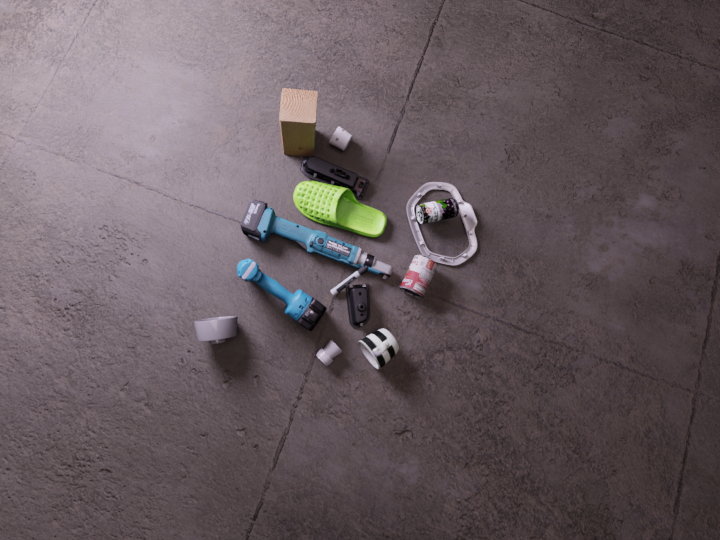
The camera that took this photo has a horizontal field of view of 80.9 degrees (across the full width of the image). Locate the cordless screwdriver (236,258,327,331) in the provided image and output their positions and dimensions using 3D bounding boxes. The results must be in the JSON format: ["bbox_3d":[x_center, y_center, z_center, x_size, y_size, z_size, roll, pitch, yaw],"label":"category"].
[{"bbox_3d":[-0.213,0.053,1.093,0.243,0.163,0.074,37,82,-13],"label":"cordless screwdriver"}]

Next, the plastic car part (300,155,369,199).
[{"bbox_3d":[-0.076,-0.269,1.190,0.205,0.066,0.066,23,86,4],"label":"plastic car part"}]

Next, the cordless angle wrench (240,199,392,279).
[{"bbox_3d":[-0.112,-0.073,1.144,0.422,0.074,0.098,21,79,-1],"label":"cordless angle wrench"}]

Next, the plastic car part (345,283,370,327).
[{"bbox_3d":[-0.001,0.090,1.113,0.066,0.070,0.118,-4,77,-5],"label":"plastic car part"}]

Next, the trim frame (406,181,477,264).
[{"bbox_3d":[0.233,-0.135,1.191,0.182,0.027,0.253,-16,78,-7],"label":"trim frame"}]
